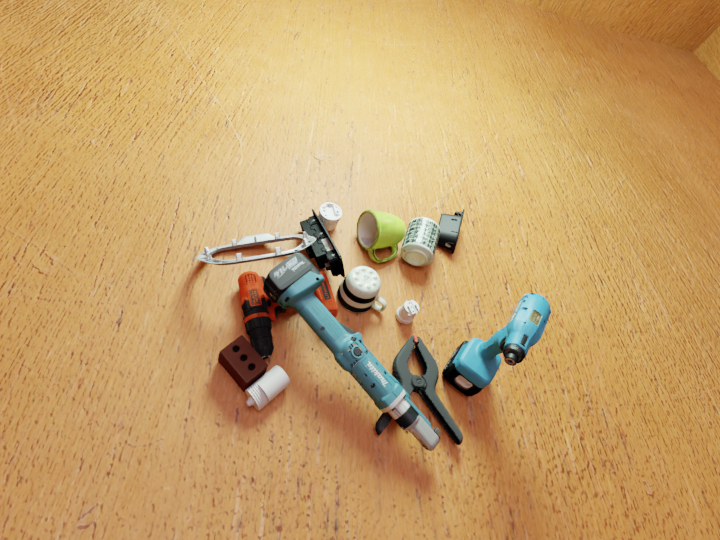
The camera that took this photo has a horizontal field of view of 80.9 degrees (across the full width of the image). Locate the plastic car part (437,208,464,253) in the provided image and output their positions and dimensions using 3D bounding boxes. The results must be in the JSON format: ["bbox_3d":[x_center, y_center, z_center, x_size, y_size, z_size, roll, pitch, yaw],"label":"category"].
[{"bbox_3d":[0.220,-0.104,1.090,0.073,0.064,0.117,17,54,14],"label":"plastic car part"}]

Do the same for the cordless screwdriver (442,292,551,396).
[{"bbox_3d":[0.240,0.157,0.777,0.076,0.247,0.157,38,48,8],"label":"cordless screwdriver"}]

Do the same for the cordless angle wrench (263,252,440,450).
[{"bbox_3d":[-0.014,0.153,0.776,0.096,0.074,0.431,-37,78,-29],"label":"cordless angle wrench"}]

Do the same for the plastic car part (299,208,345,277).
[{"bbox_3d":[-0.093,-0.061,0.948,0.067,0.063,0.213,-23,44,-2],"label":"plastic car part"}]

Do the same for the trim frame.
[{"bbox_3d":[-0.215,-0.050,0.877,0.246,0.027,0.190,-12,17,-9],"label":"trim frame"}]
